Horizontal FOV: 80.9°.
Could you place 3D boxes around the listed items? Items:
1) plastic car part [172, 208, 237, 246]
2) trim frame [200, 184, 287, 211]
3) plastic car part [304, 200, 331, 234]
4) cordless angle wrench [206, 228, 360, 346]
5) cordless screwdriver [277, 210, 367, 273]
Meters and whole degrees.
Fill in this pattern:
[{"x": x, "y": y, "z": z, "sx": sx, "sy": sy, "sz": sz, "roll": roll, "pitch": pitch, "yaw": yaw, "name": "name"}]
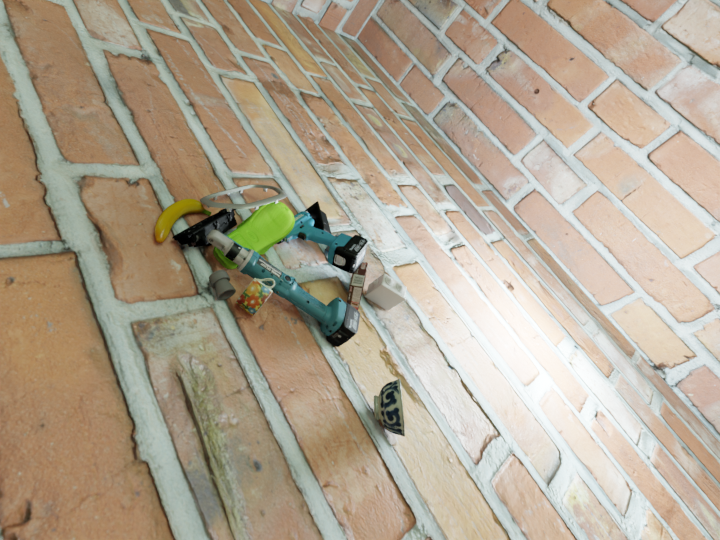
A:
[{"x": -0.364, "y": -0.105, "z": 1.042, "sx": 0.065, "sy": 0.068, "sz": 0.202, "roll": 62, "pitch": 31, "yaw": -21, "name": "plastic car part"}, {"x": -0.311, "y": -0.198, "z": 1.142, "sx": 0.193, "sy": 0.027, "sz": 0.242, "roll": 17, "pitch": 31, "yaw": 28, "name": "trim frame"}, {"x": -0.126, "y": -0.147, "z": 1.329, "sx": 0.067, "sy": 0.067, "sz": 0.121, "roll": 23, "pitch": 39, "yaw": -50, "name": "plastic car part"}, {"x": -0.188, "y": 0.034, "z": 1.021, "sx": 0.412, "sy": 0.075, "sz": 0.099, "roll": 36, "pitch": 34, "yaw": -14, "name": "cordless angle wrench"}, {"x": -0.116, "y": -0.076, "z": 1.183, "sx": 0.259, "sy": 0.073, "sz": 0.157, "roll": 27, "pitch": 42, "yaw": 20, "name": "cordless screwdriver"}]
